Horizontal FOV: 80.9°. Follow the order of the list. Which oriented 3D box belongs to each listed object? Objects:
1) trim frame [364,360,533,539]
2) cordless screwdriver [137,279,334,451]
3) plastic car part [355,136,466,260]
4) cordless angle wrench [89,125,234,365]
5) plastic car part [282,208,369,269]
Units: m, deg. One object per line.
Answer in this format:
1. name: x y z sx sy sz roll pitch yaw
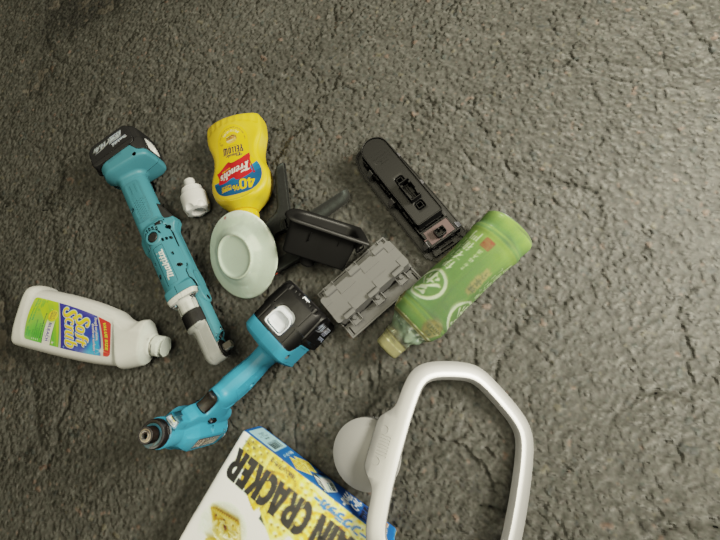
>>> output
1. trim frame: 0.099 0.226 0.473 0.184 0.027 0.250 20 70 0
2. cordless screwdriver: -0.150 0.125 0.530 0.077 0.153 0.248 43 87 18
3. plastic car part: 0.058 -0.114 0.592 0.067 0.064 0.211 -38 67 8
4. cordless angle wrench: -0.302 -0.046 0.650 0.098 0.071 0.439 -34 68 2
5. plastic car part: -0.057 -0.037 0.586 0.114 0.068 0.070 14 110 -13
